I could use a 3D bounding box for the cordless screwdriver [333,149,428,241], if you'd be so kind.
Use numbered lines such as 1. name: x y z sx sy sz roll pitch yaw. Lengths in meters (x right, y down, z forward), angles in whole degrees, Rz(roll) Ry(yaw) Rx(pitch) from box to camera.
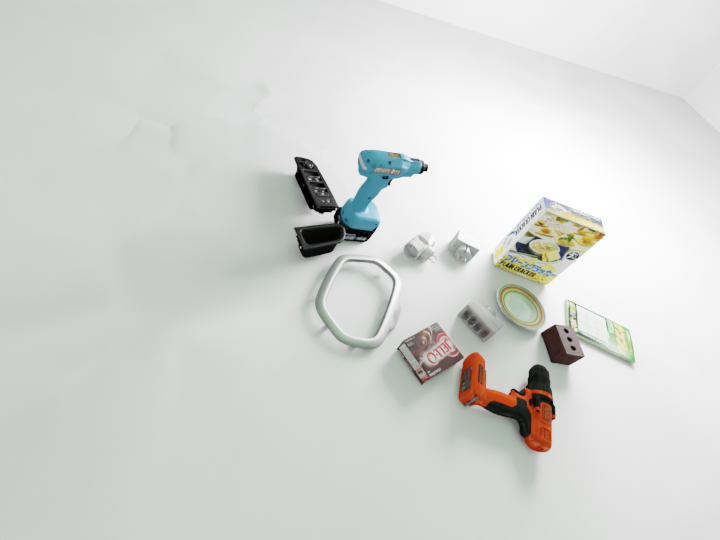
1. cordless screwdriver: 0.039 -0.170 0.976 0.154 0.247 0.077 2 53 -22

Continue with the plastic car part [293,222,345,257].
1. plastic car part: -0.093 -0.061 0.955 0.112 0.070 0.069 -9 57 -27

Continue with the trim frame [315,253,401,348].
1. trim frame: 0.003 0.059 0.918 0.185 0.027 0.250 24 47 1

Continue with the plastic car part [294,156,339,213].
1. plastic car part: -0.122 -0.212 1.075 0.064 0.066 0.212 -6 54 -27
